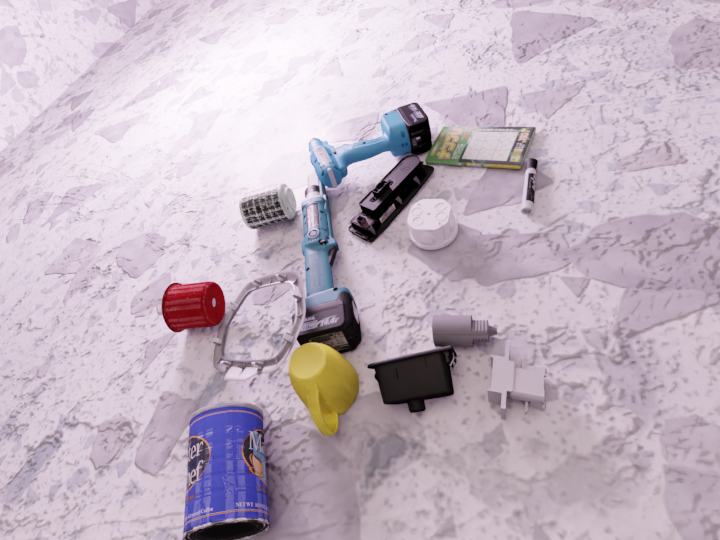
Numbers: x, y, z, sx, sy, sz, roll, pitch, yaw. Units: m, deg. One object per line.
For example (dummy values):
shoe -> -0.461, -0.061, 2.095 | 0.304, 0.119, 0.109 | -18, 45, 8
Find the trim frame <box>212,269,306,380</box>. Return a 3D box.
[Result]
trim frame -> -0.170, 0.087, 0.679 | 0.259, 0.026, 0.187 | -11, 57, 44

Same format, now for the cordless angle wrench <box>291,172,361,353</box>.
cordless angle wrench -> -0.076, -0.049, 0.773 | 0.099, 0.071, 0.439 | -17, 46, 8

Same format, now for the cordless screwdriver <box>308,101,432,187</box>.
cordless screwdriver -> 0.012, -0.273, 0.889 | 0.249, 0.071, 0.167 | -23, 47, 1

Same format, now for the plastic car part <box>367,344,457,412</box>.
plastic car part -> 0.074, 0.147, 0.556 | 0.118, 0.063, 0.073 | -19, 62, 14

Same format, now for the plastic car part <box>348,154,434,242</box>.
plastic car part -> 0.055, -0.148, 0.796 | 0.201, 0.064, 0.070 | -45, 42, -16
